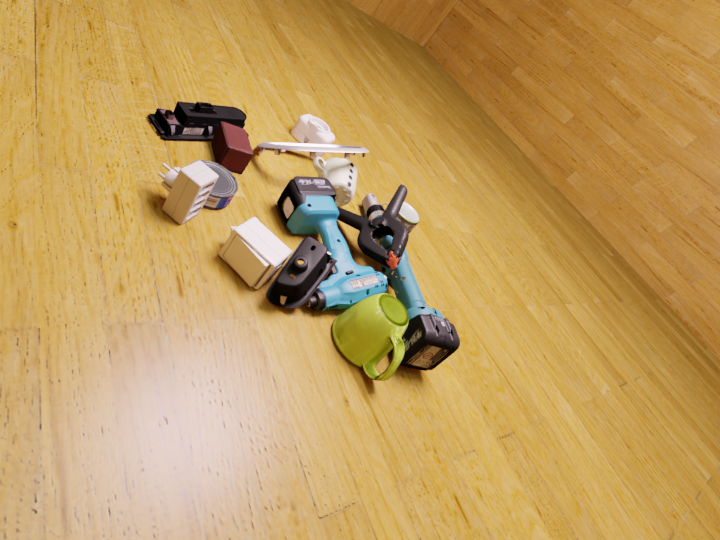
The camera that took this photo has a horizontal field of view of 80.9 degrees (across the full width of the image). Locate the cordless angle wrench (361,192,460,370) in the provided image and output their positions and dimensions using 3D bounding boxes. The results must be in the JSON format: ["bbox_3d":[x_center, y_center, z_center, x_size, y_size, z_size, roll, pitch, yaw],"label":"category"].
[{"bbox_3d":[0.062,-0.018,0.807,0.071,0.098,0.441,18,36,-30],"label":"cordless angle wrench"}]

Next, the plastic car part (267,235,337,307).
[{"bbox_3d":[-0.086,-0.003,0.619,0.067,0.070,0.116,30,59,7],"label":"plastic car part"}]

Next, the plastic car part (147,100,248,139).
[{"bbox_3d":[-0.294,-0.289,0.809,0.069,0.067,0.195,45,31,18],"label":"plastic car part"}]

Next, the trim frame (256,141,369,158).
[{"bbox_3d":[-0.096,-0.253,0.888,0.240,0.027,0.194,-8,22,-25],"label":"trim frame"}]

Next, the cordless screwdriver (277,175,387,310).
[{"bbox_3d":[-0.071,-0.047,0.727,0.153,0.075,0.258,-11,62,-40],"label":"cordless screwdriver"}]
